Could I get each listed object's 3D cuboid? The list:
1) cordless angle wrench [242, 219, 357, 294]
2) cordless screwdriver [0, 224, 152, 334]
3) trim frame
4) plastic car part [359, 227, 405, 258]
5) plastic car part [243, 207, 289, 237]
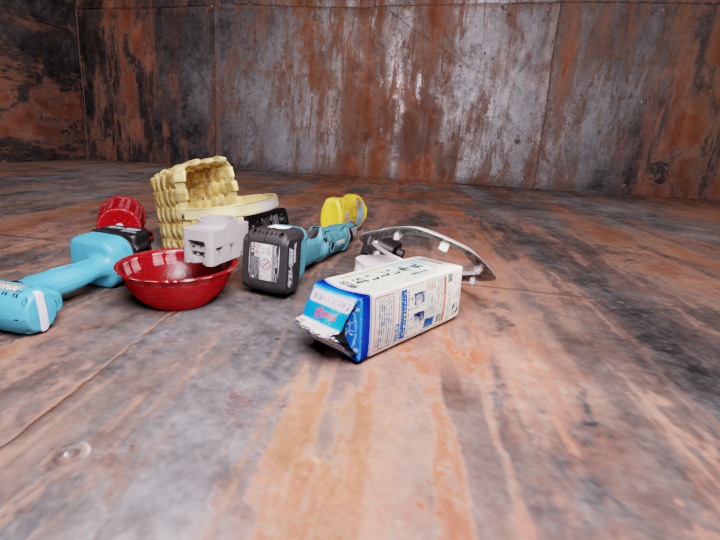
[{"bbox_3d":[-0.077,-0.051,0.791,0.077,0.097,0.414,8,14,15],"label":"cordless angle wrench"},{"bbox_3d":[-0.414,0.002,0.578,0.162,0.073,0.248,6,21,10],"label":"cordless screwdriver"},{"bbox_3d":[0.090,-0.022,0.647,0.179,0.027,0.256,30,-9,-17],"label":"trim frame"},{"bbox_3d":[0.050,-0.042,0.827,0.073,0.065,0.113,25,20,17],"label":"plastic car part"},{"bbox_3d":[-0.223,-0.099,0.966,0.069,0.065,0.199,-18,9,24],"label":"plastic car part"}]
